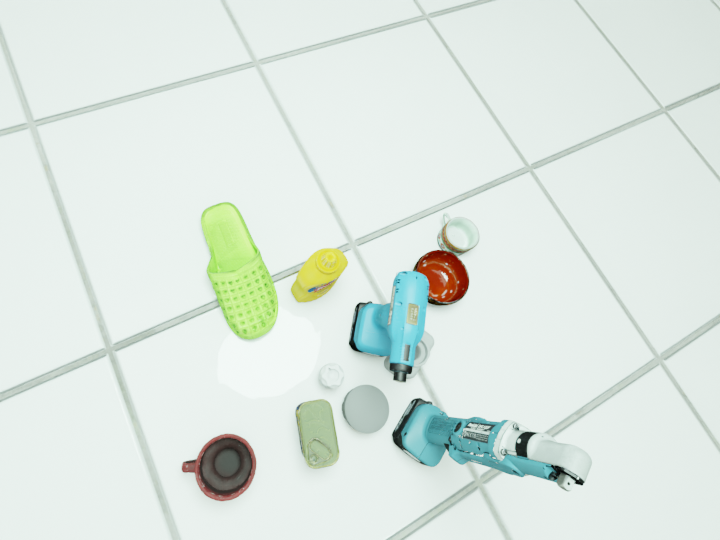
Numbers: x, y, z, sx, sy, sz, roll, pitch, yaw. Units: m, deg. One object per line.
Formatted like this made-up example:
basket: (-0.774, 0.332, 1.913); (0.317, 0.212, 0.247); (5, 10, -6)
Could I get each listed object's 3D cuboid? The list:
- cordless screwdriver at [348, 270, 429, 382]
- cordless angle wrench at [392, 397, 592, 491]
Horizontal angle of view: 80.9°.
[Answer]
cordless screwdriver: (0.042, 0.108, 0.708); (0.073, 0.249, 0.161); (14, 70, -10)
cordless angle wrench: (0.156, 0.236, 0.587); (0.074, 0.423, 0.097); (38, 68, -1)
